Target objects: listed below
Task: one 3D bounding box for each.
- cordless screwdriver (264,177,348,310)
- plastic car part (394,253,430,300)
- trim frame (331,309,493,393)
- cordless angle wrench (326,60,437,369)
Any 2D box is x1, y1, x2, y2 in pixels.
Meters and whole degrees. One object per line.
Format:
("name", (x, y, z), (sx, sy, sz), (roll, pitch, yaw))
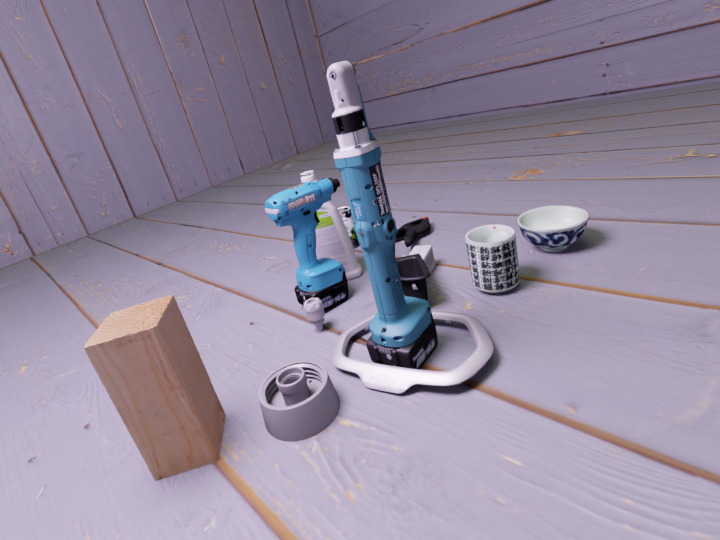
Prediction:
("cordless screwdriver", (-0.082, -0.053, 0.836), (0.155, 0.242, 0.078), (-28, 23, -30))
("plastic car part", (0.094, 0.022, 0.771), (0.066, 0.069, 0.119), (-15, 23, 2))
("trim frame", (0.071, 0.113, 0.639), (0.260, 0.027, 0.181), (1, 29, 34))
("cordless angle wrench", (0.020, -0.059, 0.571), (0.078, 0.411, 0.096), (3, 26, 40))
